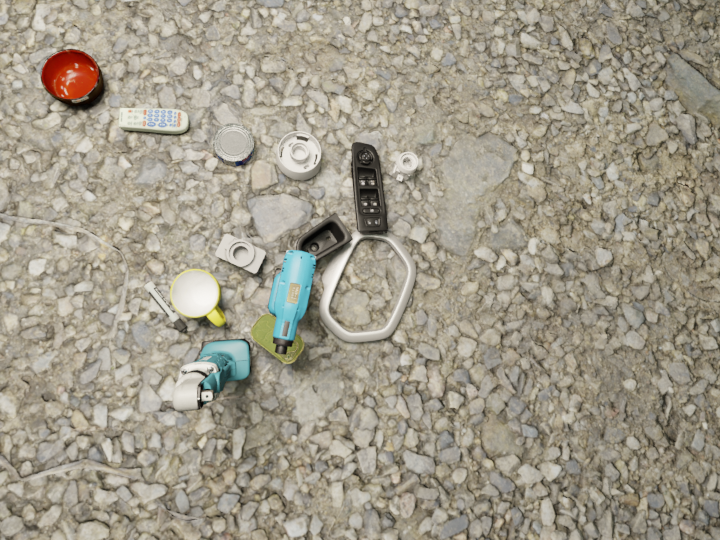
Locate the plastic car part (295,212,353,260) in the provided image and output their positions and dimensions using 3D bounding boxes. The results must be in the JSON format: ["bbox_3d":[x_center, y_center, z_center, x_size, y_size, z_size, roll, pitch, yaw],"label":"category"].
[{"bbox_3d":[-0.085,-0.055,0.866,0.115,0.071,0.066,-34,89,-11],"label":"plastic car part"}]

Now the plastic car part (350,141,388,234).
[{"bbox_3d":[0.012,-0.172,0.898,0.065,0.067,0.205,-3,81,-9],"label":"plastic car part"}]

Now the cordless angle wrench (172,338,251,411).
[{"bbox_3d":[-0.223,0.153,0.636,0.096,0.426,0.075,-3,85,-12],"label":"cordless angle wrench"}]

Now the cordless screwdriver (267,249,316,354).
[{"bbox_3d":[-0.127,0.059,0.751,0.073,0.250,0.160,12,81,-10],"label":"cordless screwdriver"}]

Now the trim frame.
[{"bbox_3d":[0.014,0.030,0.884,0.183,0.027,0.249,24,79,-2],"label":"trim frame"}]
